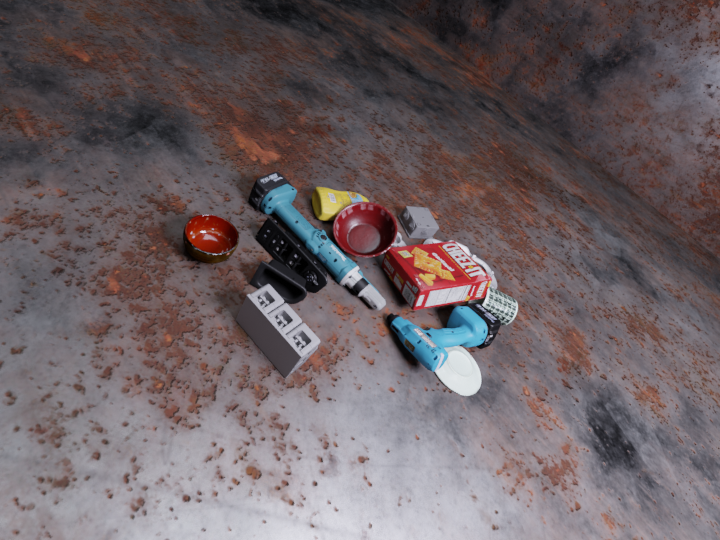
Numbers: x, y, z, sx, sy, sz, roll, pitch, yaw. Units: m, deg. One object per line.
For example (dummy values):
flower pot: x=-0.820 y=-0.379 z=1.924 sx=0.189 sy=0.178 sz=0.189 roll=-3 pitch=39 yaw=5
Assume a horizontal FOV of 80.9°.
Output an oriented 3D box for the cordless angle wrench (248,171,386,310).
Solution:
cordless angle wrench: x=-0.099 y=-0.065 z=1.011 sx=0.434 sy=0.074 sz=0.095 roll=46 pitch=44 yaw=13

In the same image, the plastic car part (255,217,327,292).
plastic car part: x=-0.148 y=-0.031 z=0.962 sx=0.210 sy=0.066 sz=0.064 roll=46 pitch=18 yaw=18

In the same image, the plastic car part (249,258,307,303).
plastic car part: x=-0.167 y=0.018 z=0.907 sx=0.115 sy=0.066 sz=0.072 roll=29 pitch=28 yaw=-8

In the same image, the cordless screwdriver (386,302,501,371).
cordless screwdriver: x=0.191 y=0.132 z=0.973 sx=0.239 sy=0.073 sz=0.168 roll=-12 pitch=39 yaw=-35

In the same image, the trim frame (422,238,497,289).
trim frame: x=0.282 y=-0.011 z=1.196 sx=0.245 sy=0.027 sz=0.187 roll=21 pitch=43 yaw=-7
